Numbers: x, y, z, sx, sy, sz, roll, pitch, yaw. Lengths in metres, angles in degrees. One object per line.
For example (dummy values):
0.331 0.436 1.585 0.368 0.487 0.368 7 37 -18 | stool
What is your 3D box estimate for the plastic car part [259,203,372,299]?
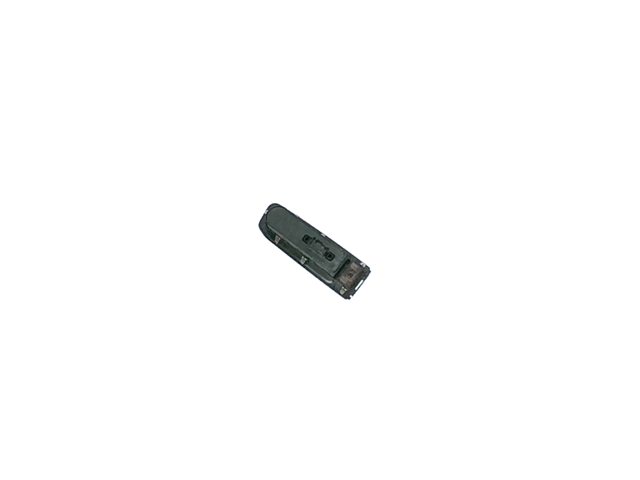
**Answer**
-0.017 0.009 0.677 0.203 0.066 0.067 36 -6 14 | plastic car part
